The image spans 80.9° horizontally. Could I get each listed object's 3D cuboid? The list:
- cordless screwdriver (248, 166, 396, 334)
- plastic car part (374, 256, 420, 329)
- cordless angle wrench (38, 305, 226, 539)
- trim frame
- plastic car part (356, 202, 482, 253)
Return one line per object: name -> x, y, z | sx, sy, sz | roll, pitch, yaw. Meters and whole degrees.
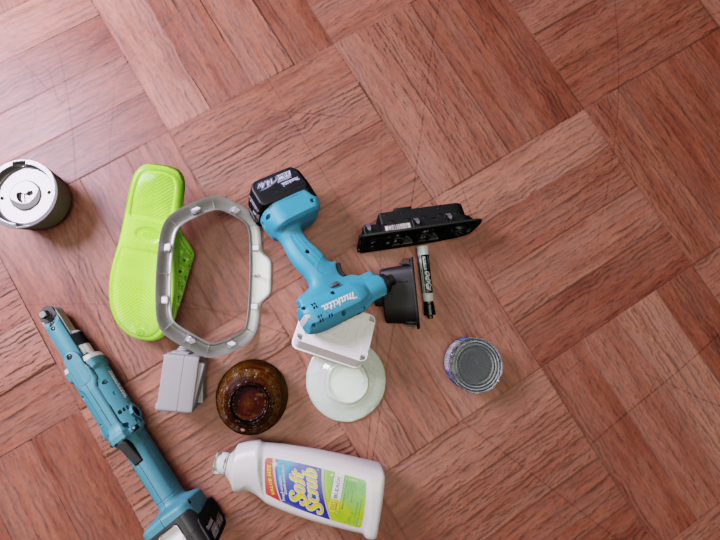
cordless screwdriver -> -0.064, -0.042, 0.653 | 0.156, 0.074, 0.255 | -23, 73, -22
plastic car part -> 0.058, 0.038, 0.685 | 0.072, 0.064, 0.117 | -3, 86, 9
cordless angle wrench -> -0.353, 0.226, 0.624 | 0.074, 0.097, 0.430 | -37, 82, -9
trim frame -> -0.219, 0.007, 0.648 | 0.175, 0.029, 0.251 | 6, 79, -41
plastic car part -> 0.093, -0.074, 0.701 | 0.202, 0.064, 0.069 | -5, 59, -3
